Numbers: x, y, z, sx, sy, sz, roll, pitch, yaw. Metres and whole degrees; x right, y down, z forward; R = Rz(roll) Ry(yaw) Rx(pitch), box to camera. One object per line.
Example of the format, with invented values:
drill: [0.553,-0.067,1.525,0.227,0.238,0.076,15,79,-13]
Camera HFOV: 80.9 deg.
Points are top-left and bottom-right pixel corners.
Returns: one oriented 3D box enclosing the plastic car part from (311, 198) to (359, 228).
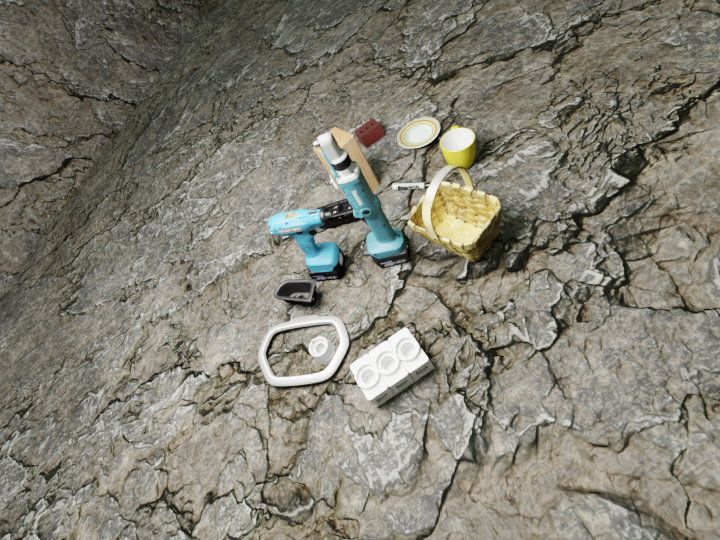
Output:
plastic car part: [-0.057,-0.166,1.219,0.209,0.063,0.068,-10,54,23]

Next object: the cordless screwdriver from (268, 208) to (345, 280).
cordless screwdriver: [-0.104,-0.068,1.061,0.164,0.235,0.076,-7,55,23]

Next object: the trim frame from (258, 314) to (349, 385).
trim frame: [-0.144,0.192,1.042,0.255,0.026,0.189,-14,53,20]

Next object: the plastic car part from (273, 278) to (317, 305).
plastic car part: [-0.160,0.065,1.112,0.121,0.067,0.067,-1,58,28]

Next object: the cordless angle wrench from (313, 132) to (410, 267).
cordless angle wrench: [0.010,-0.148,0.944,0.100,0.400,0.077,-14,52,18]
